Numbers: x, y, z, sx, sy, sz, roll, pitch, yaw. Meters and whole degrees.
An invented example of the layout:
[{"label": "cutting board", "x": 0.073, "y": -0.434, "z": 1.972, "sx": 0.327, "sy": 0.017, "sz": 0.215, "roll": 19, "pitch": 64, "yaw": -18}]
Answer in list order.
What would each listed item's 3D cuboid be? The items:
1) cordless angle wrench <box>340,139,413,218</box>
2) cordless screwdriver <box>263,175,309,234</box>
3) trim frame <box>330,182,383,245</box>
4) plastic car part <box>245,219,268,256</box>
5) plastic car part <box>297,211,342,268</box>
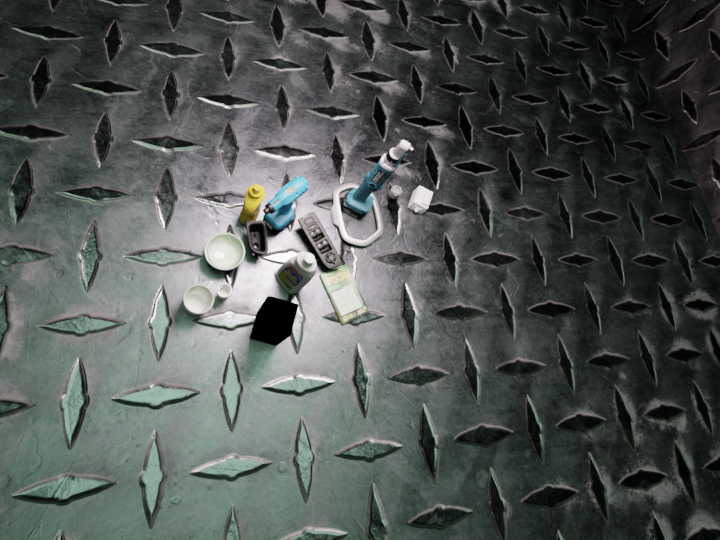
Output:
[{"label": "cordless angle wrench", "x": 0.047, "y": -0.287, "z": 1.338, "sx": 0.096, "sy": 0.427, "sz": 0.075, "roll": 29, "pitch": 65, "yaw": -10}, {"label": "cordless screwdriver", "x": -0.252, "y": -0.185, "z": 1.307, "sx": 0.074, "sy": 0.251, "sz": 0.157, "roll": 47, "pitch": 64, "yaw": -2}, {"label": "trim frame", "x": -0.014, "y": -0.202, "z": 1.508, "sx": 0.179, "sy": 0.028, "sz": 0.254, "roll": -6, "pitch": 72, "yaw": -19}, {"label": "plastic car part", "x": -0.332, "y": -0.095, "z": 1.348, "sx": 0.064, "sy": 0.071, "sz": 0.119, "roll": -4, "pitch": 72, "yaw": -21}, {"label": "plastic car part", "x": -0.138, "y": -0.090, "z": 1.406, "sx": 0.065, "sy": 0.067, "sz": 0.206, "roll": -29, "pitch": 81, "yaw": -25}]
